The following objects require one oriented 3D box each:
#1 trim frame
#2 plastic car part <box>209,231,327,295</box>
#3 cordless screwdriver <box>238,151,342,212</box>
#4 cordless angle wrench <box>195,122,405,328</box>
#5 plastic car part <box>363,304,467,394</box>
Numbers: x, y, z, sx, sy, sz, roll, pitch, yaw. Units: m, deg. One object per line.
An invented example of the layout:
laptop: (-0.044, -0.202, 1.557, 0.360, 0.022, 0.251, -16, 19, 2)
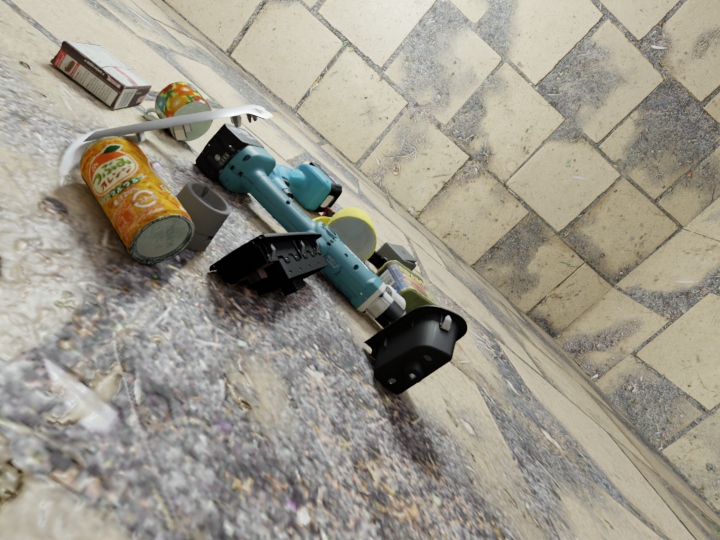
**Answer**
trim frame: (-0.193, -0.165, 0.478, 0.253, 0.185, 0.027, -94, 174, -69)
plastic car part: (-0.081, -0.010, 0.476, 0.067, 0.067, 0.200, 52, 14, -1)
cordless screwdriver: (-0.120, -0.160, 0.806, 0.166, 0.075, 0.238, 48, 20, 22)
cordless angle wrench: (-0.060, -0.039, 0.611, 0.427, 0.075, 0.096, 45, 15, 5)
plastic car part: (0.056, 0.092, 0.457, 0.065, 0.118, 0.071, 41, 38, -9)
